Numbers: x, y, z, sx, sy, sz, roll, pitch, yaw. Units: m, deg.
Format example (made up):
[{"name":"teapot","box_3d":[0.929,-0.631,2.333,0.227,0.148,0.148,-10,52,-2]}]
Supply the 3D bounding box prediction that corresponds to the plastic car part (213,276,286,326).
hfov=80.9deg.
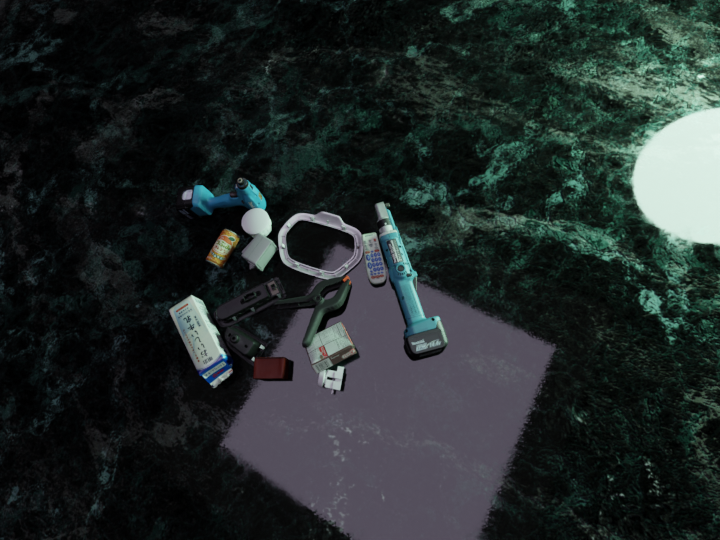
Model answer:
[{"name":"plastic car part","box_3d":[-0.303,0.087,1.131,0.203,0.065,0.068,-29,76,1]}]

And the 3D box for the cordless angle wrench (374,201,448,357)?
[{"name":"cordless angle wrench","box_3d":[0.106,0.005,1.084,0.098,0.072,0.437,-17,65,2]}]

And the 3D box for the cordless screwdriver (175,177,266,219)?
[{"name":"cordless screwdriver","box_3d":[-0.409,-0.211,1.210,0.253,0.153,0.076,-2,71,10]}]

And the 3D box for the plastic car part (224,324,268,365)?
[{"name":"plastic car part","box_3d":[-0.309,0.184,1.088,0.120,0.069,0.066,30,76,15]}]

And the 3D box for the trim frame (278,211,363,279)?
[{"name":"trim frame","box_3d":[-0.115,-0.075,1.174,0.257,0.026,0.185,17,73,18]}]
